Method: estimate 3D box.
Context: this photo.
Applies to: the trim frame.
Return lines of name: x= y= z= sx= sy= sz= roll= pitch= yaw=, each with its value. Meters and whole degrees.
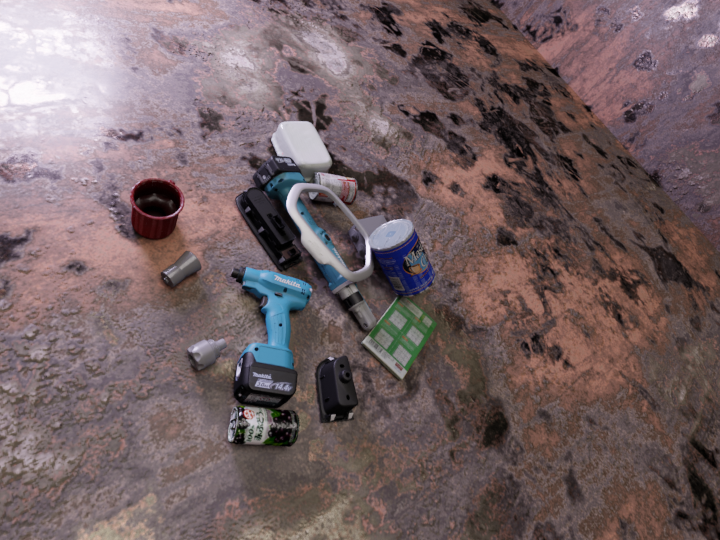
trim frame: x=-0.058 y=-0.084 z=0.891 sx=0.245 sy=0.028 sz=0.183 roll=49 pitch=38 yaw=-7

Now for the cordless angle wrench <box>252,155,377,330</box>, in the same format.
cordless angle wrench: x=-0.089 y=-0.058 z=0.914 sx=0.432 sy=0.075 sz=0.094 roll=58 pitch=29 yaw=12

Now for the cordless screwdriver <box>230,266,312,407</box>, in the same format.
cordless screwdriver: x=-0.177 y=0.106 z=0.758 sx=0.155 sy=0.074 sz=0.255 roll=18 pitch=48 yaw=-17

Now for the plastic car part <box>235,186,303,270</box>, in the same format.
plastic car part: x=-0.196 y=-0.100 z=0.898 sx=0.065 sy=0.067 sz=0.209 roll=-29 pitch=73 yaw=-32

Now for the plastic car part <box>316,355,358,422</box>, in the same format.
plastic car part: x=-0.038 y=0.206 z=0.761 sx=0.063 sy=0.072 sz=0.120 roll=5 pitch=60 yaw=-29
